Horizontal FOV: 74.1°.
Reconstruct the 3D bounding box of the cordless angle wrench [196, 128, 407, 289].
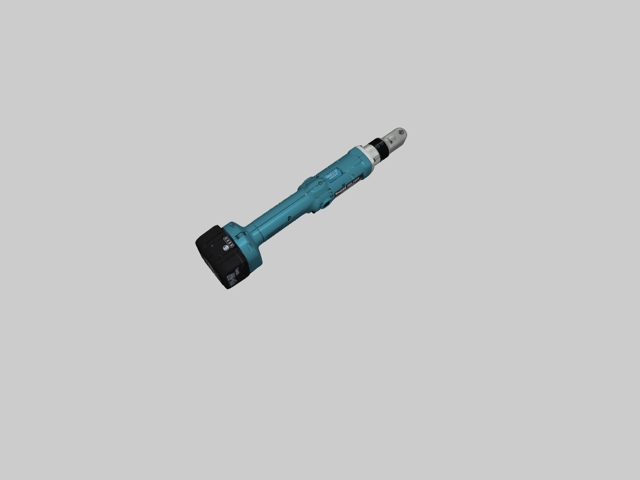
[{"bbox_3d":[-0.007,-0.078,0.717,0.422,0.074,0.098,-37,-13,-18],"label":"cordless angle wrench"}]
